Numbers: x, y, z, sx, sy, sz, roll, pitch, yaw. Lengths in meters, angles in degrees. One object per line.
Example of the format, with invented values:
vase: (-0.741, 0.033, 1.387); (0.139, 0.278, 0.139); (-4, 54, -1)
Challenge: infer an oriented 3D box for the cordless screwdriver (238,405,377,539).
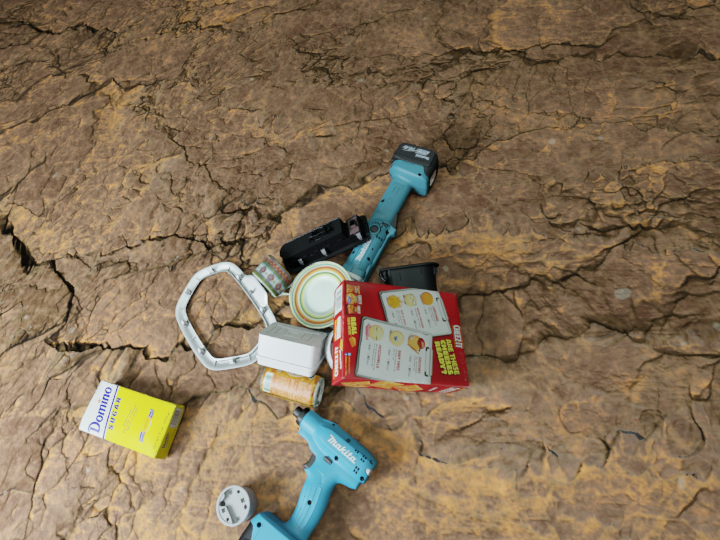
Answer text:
cordless screwdriver: (-0.106, 0.353, 0.665); (0.166, 0.071, 0.247); (30, 68, 23)

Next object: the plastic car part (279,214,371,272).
plastic car part: (-0.083, -0.054, 0.849); (0.207, 0.063, 0.069); (-25, 59, 23)

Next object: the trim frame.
trim frame: (-0.277, 0.086, 0.864); (0.183, 0.026, 0.261); (-37, 60, -10)

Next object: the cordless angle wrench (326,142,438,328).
cordless angle wrench: (0.033, -0.073, 0.862); (0.102, 0.071, 0.424); (22, 71, 20)

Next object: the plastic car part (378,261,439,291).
plastic car part: (0.097, 0.025, 0.806); (0.117, 0.064, 0.072); (-5, 78, 4)
